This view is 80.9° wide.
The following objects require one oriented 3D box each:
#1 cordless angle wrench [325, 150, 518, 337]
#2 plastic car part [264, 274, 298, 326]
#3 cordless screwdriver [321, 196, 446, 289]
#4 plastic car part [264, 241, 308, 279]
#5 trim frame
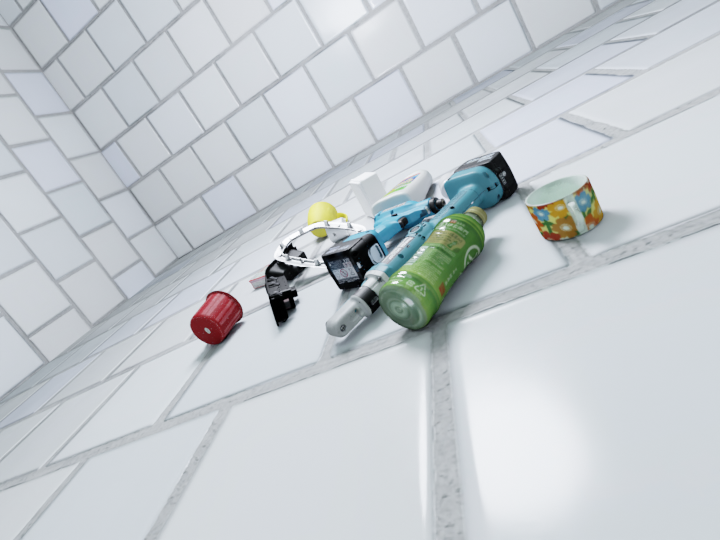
[{"bbox_3d":[0.098,-0.045,0.667,0.418,0.072,0.102,-44,20,-25],"label":"cordless angle wrench"},{"bbox_3d":[-0.166,0.046,0.870,0.066,0.065,0.210,-25,16,-13],"label":"plastic car part"},{"bbox_3d":[0.050,-0.065,0.789,0.165,0.073,0.245,-15,21,43],"label":"cordless screwdriver"},{"bbox_3d":[-0.170,-0.010,1.035,0.074,0.063,0.115,0,36,37],"label":"plastic car part"},{"bbox_3d":[-0.097,-0.063,0.992,0.262,0.026,0.182,11,47,39],"label":"trim frame"}]
